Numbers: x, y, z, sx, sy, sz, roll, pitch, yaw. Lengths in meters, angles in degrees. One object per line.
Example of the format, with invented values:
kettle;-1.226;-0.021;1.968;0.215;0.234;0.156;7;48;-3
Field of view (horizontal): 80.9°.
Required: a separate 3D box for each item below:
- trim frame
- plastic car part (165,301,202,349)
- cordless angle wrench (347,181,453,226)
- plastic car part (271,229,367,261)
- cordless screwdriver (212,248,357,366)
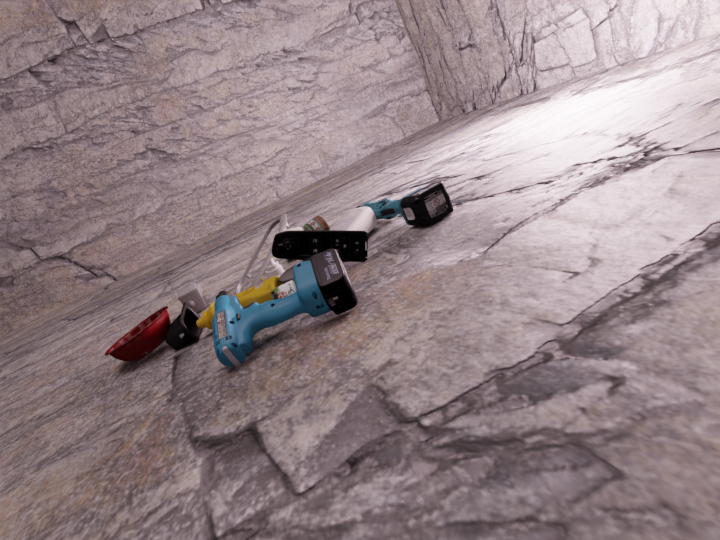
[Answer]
trim frame;-0.236;-0.026;1.009;0.191;0.026;0.249;11;74;64
plastic car part;-0.390;0.131;0.920;0.071;0.064;0.120;-40;20;2
cordless angle wrench;0.069;-0.162;1.117;0.096;0.073;0.439;-31;17;-21
plastic car part;-0.089;-0.058;0.908;0.203;0.065;0.068;0;17;-1
cordless screwdriver;-0.140;0.046;0.724;0.249;0.071;0.167;-27;41;0
